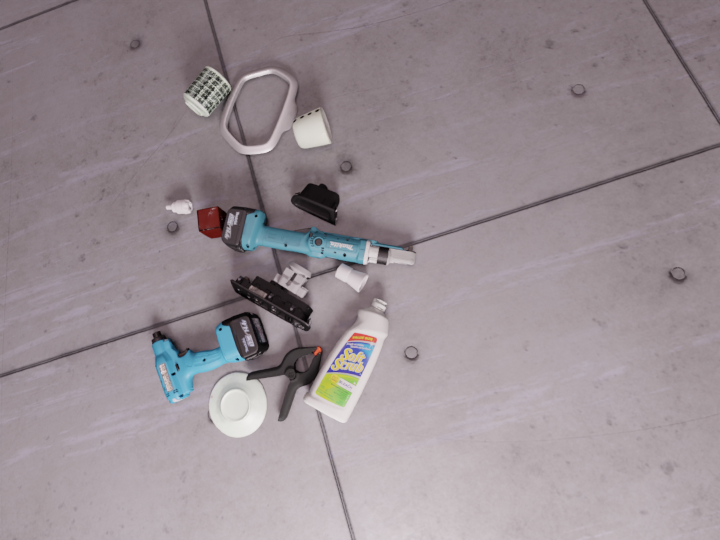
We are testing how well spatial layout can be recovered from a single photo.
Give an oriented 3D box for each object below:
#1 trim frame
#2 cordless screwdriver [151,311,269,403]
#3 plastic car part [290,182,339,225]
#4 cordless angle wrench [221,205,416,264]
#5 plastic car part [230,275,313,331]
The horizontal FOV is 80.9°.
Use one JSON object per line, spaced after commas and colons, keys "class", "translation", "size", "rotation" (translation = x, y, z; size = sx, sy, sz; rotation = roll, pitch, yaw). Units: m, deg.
{"class": "trim frame", "translation": [-0.251, -0.402, 1.056], "size": [0.188, 0.027, 0.250], "rotation": [15, 78, 12]}
{"class": "cordless screwdriver", "translation": [-0.335, 0.162, 0.918], "size": [0.250, 0.072, 0.163], "rotation": [-28, 76, 5]}
{"class": "plastic car part", "translation": [-0.094, -0.165, 0.967], "size": [0.120, 0.064, 0.071], "rotation": [28, 68, 15]}
{"class": "cordless angle wrench", "translation": [-0.091, -0.060, 0.935], "size": [0.429, 0.073, 0.099], "rotation": [10, 80, 8]}
{"class": "plastic car part", "translation": [-0.186, 0.066, 0.927], "size": [0.209, 0.065, 0.066], "rotation": [31, 58, 14]}
